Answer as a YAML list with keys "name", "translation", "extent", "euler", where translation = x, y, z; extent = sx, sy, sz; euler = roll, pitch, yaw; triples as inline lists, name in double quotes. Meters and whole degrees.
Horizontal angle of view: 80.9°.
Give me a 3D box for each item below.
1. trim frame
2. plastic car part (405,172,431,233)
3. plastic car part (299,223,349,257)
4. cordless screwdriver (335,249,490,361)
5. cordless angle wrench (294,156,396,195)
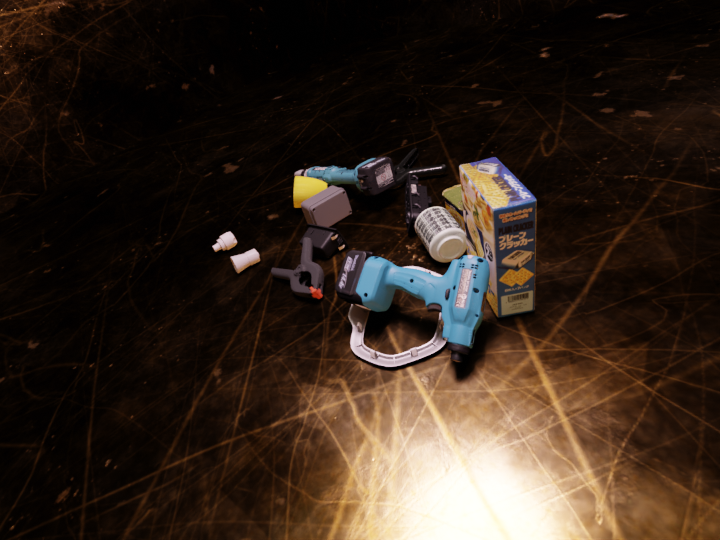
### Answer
- name: "trim frame"
  translation: [0.071, 0.070, 0.764]
  extent: [0.191, 0.026, 0.251]
  euler: [-3, 41, 23]
- name: "plastic car part"
  translation: [0.134, -0.155, 1.006]
  extent: [0.067, 0.065, 0.206]
  euler: [13, 39, 0]
- name: "plastic car part"
  translation: [-0.097, -0.064, 0.997]
  extent: [0.123, 0.062, 0.071]
  euler: [14, 60, 43]
- name: "cordless screwdriver"
  translation: [0.076, 0.048, 0.700]
  extent: [0.261, 0.070, 0.160]
  euler: [6, 74, 36]
- name: "cordless angle wrench"
  translation: [-0.076, -0.274, 1.218]
  extent: [0.096, 0.072, 0.446]
  euler: [-32, 28, -28]
